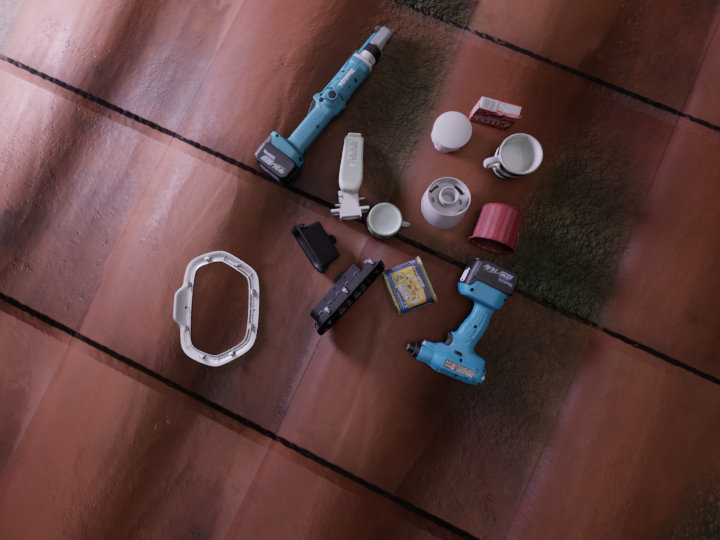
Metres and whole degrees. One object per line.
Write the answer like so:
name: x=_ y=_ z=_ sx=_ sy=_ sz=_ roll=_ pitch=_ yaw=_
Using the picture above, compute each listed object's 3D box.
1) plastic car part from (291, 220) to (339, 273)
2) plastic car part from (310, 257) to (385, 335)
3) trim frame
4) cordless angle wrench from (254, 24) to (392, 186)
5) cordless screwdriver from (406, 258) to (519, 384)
plastic car part: x=-0.089 y=-0.058 z=0.908 sx=0.070 sy=0.066 sz=0.117 roll=-35 pitch=88 yaw=-16
plastic car part: x=-0.036 y=0.048 z=0.890 sx=0.069 sy=0.064 sz=0.203 roll=38 pitch=87 yaw=13
trim frame: x=-0.313 y=0.081 z=0.919 sx=0.185 sy=0.027 sz=0.249 roll=2 pitch=86 yaw=4
cordless angle wrench: x=-0.065 y=-0.375 z=0.931 sx=0.099 sy=0.074 sz=0.422 roll=38 pitch=85 yaw=3
cordless screwdriver: x=0.208 y=0.094 z=0.868 sx=0.161 sy=0.074 sz=0.248 roll=21 pitch=90 yaw=4
